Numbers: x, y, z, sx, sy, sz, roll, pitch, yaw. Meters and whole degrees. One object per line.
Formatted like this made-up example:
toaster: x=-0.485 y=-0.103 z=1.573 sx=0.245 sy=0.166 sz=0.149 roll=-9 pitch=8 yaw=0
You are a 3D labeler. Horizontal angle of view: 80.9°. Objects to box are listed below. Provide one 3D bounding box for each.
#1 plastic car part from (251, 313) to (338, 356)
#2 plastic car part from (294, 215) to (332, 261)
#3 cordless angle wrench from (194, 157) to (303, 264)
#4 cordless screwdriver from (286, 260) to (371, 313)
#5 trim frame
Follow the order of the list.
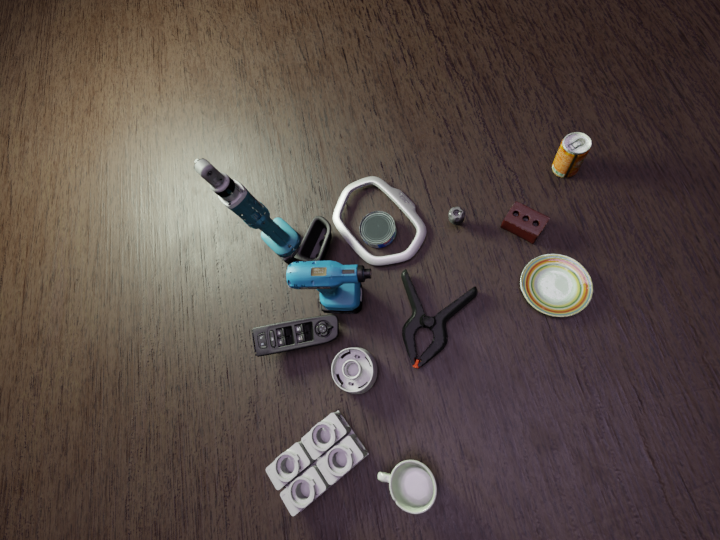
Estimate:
plastic car part: x=-0.142 y=0.149 z=0.967 sx=0.206 sy=0.064 sz=0.068 roll=-13 pitch=70 yaw=12
plastic car part: x=-0.100 y=-0.066 z=1.025 sx=0.068 sy=0.068 sz=0.117 roll=20 pitch=79 yaw=19
cordless angle wrench: x=-0.222 y=-0.118 z=0.894 sx=0.074 sy=0.406 sz=0.102 roll=-46 pitch=70 yaw=-3
cordless screwdriver: x=-0.039 y=0.034 z=0.879 sx=0.163 sy=0.239 sz=0.075 roll=-1 pitch=74 yaw=13
trim frame: x=0.043 y=-0.122 z=1.023 sx=0.184 sy=0.026 sz=0.259 roll=-40 pitch=66 yaw=1
